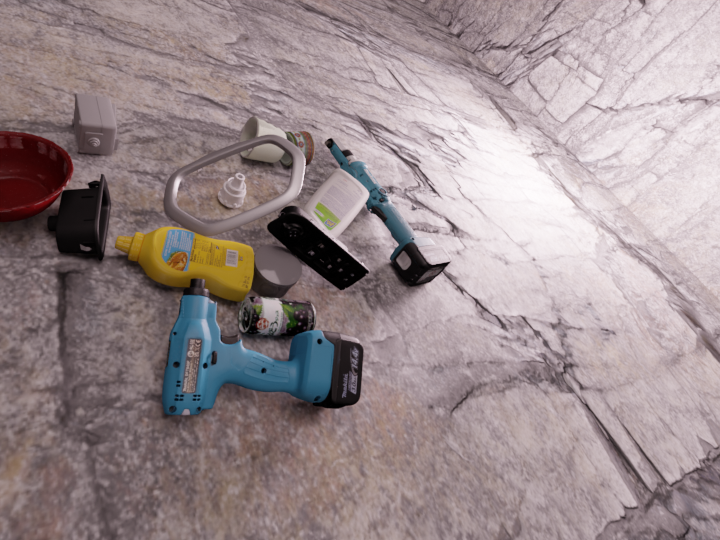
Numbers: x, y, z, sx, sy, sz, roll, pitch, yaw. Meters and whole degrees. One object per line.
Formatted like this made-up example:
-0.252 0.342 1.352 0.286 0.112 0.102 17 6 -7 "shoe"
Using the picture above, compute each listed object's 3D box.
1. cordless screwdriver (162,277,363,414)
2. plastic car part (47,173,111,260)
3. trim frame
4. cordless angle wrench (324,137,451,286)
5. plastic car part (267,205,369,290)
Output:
-0.120 0.101 0.549 0.239 0.076 0.162 8 72 -25 "cordless screwdriver"
-0.390 -0.071 0.585 0.069 0.065 0.121 0 54 -17 "plastic car part"
-0.210 -0.149 0.710 0.247 0.026 0.192 -27 62 -7 "trim frame"
0.036 -0.157 0.946 0.094 0.074 0.442 -7 54 -40 "cordless angle wrench"
-0.069 -0.045 0.706 0.192 0.068 0.069 37 34 -40 "plastic car part"
